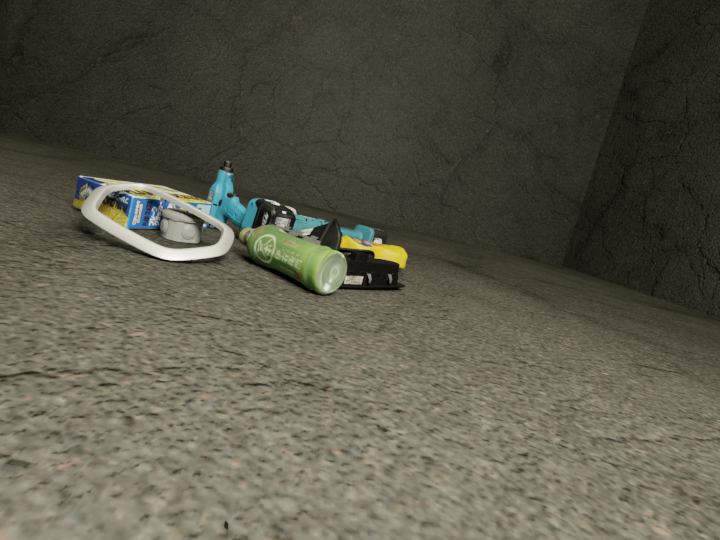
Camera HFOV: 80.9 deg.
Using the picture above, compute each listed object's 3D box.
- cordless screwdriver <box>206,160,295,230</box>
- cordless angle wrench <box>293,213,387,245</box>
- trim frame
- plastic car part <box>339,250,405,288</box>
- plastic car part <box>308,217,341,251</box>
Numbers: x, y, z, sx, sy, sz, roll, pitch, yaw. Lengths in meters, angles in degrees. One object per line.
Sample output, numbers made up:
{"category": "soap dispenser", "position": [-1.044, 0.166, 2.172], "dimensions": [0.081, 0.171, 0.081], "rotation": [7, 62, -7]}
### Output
{"category": "cordless screwdriver", "position": [-0.253, -0.146, 0.936], "dimensions": [0.263, 0.158, 0.071], "rotation": [23, 10, 36]}
{"category": "cordless angle wrench", "position": [-0.106, -0.107, 1.112], "dimensions": [0.401, 0.074, 0.104], "rotation": [8, 11, -40]}
{"category": "trim frame", "position": [-0.325, -0.083, 0.689], "dimensions": [0.253, 0.027, 0.183], "rotation": [24, 30, 8]}
{"category": "plastic car part", "position": [0.003, 0.001, 0.764], "dimensions": [0.192, 0.067, 0.070], "rotation": [9, 3, -42]}
{"category": "plastic car part", "position": [-0.085, -0.055, 0.868], "dimensions": [0.073, 0.063, 0.118], "rotation": [-12, 33, 20]}
